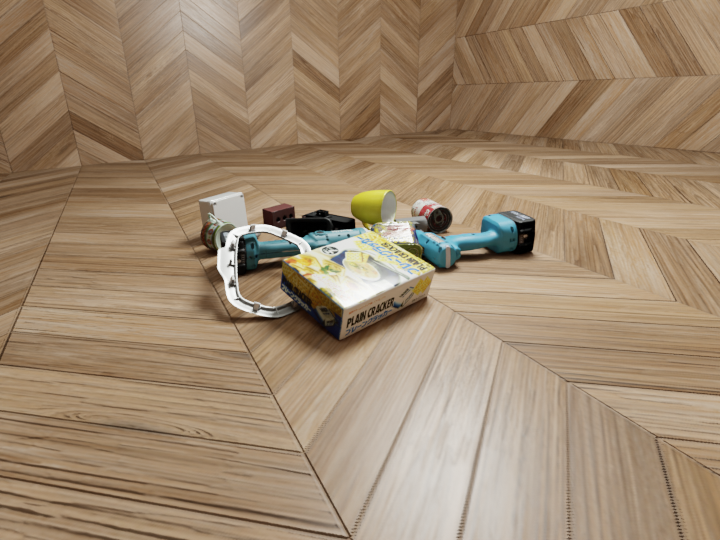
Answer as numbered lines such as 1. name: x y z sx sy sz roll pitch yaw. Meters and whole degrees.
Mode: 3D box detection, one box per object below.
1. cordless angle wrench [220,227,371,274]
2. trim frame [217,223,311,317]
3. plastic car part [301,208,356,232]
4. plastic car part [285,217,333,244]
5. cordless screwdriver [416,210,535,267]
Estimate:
1. cordless angle wrench: -0.092 -0.060 0.937 0.414 0.073 0.102 -7 23 -15
2. trim frame: -0.171 -0.011 0.784 0.180 0.027 0.259 1 43 -15
3. plastic car part: -0.082 -0.120 1.084 0.214 0.066 0.064 19 23 36
4. plastic car part: -0.116 -0.097 1.028 0.119 0.066 0.069 -1 3 16
5. cordless screwdriver: 0.240 -0.076 0.933 0.244 0.072 0.166 -13 25 -13
